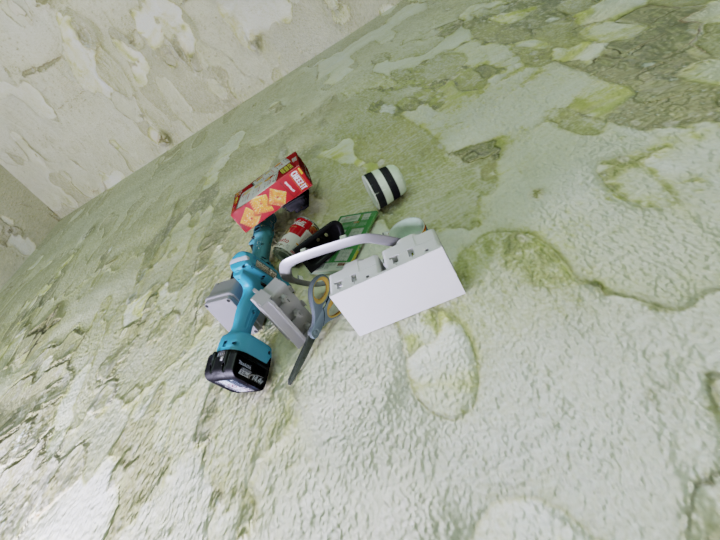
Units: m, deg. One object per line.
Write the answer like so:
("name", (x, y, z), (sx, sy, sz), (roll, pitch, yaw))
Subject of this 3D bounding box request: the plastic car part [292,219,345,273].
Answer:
("plastic car part", (-0.090, -0.059, 0.920), (0.116, 0.064, 0.073), (-41, 18, -11))

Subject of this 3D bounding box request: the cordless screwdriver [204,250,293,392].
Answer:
("cordless screwdriver", (-0.195, 0.101, 0.799), (0.077, 0.150, 0.255), (-17, 53, 30))

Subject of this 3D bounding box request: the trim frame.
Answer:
("trim frame", (-0.030, -0.016, 0.751), (0.255, 0.174, 0.028), (-18, 65, 22))

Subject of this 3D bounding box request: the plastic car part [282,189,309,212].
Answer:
("plastic car part", (-0.168, -0.208, 1.163), (0.067, 0.064, 0.210), (-35, 30, 13))

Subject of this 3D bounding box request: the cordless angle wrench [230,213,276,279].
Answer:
("cordless angle wrench", (-0.256, -0.088, 1.101), (0.099, 0.071, 0.437), (-26, 34, 12))
